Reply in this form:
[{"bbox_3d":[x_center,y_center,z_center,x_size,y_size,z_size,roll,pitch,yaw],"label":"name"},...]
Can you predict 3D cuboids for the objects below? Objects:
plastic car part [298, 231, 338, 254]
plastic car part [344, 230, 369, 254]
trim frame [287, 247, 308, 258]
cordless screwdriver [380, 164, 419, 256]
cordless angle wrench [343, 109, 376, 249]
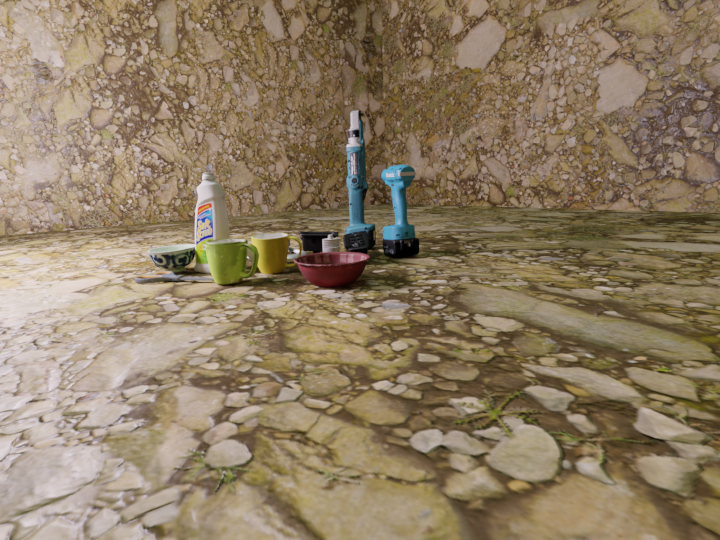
[{"bbox_3d":[-0.122,-0.080,1.245,0.117,0.070,0.066,-2,10,2],"label":"plastic car part"},{"bbox_3d":[-0.010,-0.063,1.149,0.066,0.066,0.205,-3,12,-2],"label":"plastic car part"},{"bbox_3d":[-0.265,-0.051,1.247,0.177,0.027,0.262,-13,15,-39],"label":"trim frame"},{"bbox_3d":[0.098,-0.167,1.179,0.072,0.246,0.165,-5,10,-18],"label":"cordless screwdriver"},{"bbox_3d":[-0.010,-0.277,1.309,0.101,0.419,0.073,0,9,16],"label":"cordless angle wrench"}]
